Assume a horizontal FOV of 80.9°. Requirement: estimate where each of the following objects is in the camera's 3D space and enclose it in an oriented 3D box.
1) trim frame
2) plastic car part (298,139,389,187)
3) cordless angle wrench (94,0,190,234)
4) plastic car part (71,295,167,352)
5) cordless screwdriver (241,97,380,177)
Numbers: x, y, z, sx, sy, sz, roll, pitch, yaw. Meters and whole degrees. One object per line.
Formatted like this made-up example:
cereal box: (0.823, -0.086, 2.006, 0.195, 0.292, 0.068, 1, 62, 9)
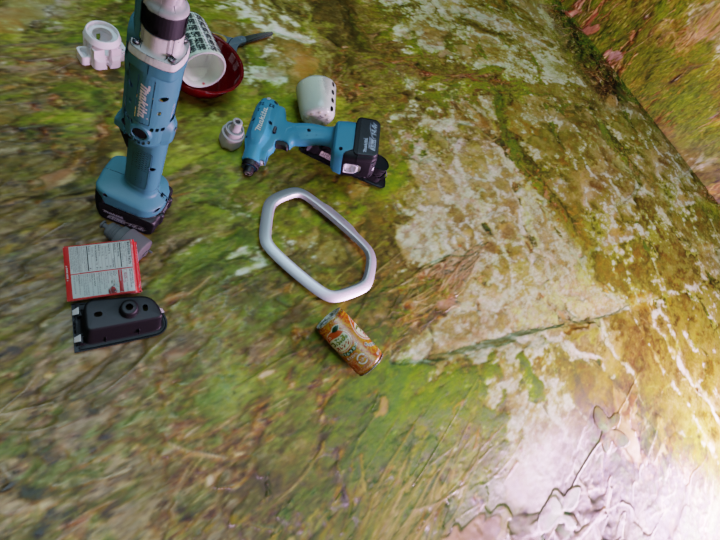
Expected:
trim frame: (-0.075, -0.049, 0.770, 0.247, 0.028, 0.183, 38, 54, -3)
plastic car part: (-0.022, -0.242, 0.883, 0.196, 0.068, 0.068, 26, 49, -18)
cordless angle wrench: (-0.247, -0.176, 0.490, 0.095, 0.429, 0.076, 25, 57, -20)
plastic car part: (-0.313, 0.059, 0.554, 0.112, 0.072, 0.068, -7, 72, -29)
cordless screwdriver: (-0.093, -0.227, 0.790, 0.250, 0.073, 0.161, 12, 69, 2)
